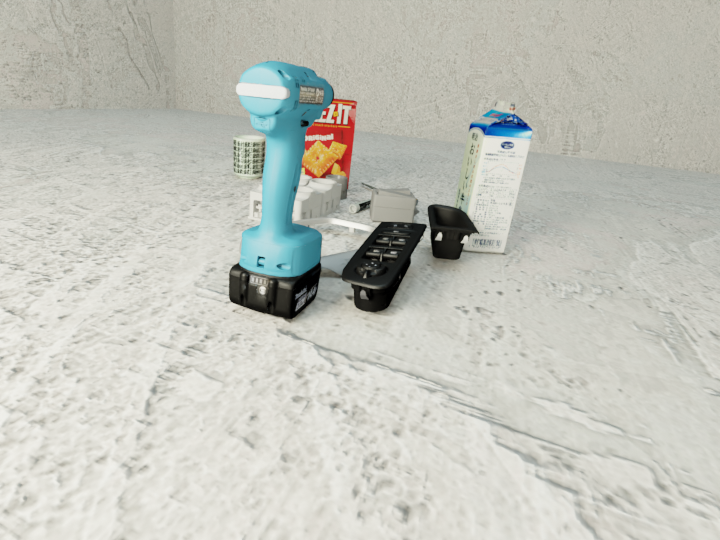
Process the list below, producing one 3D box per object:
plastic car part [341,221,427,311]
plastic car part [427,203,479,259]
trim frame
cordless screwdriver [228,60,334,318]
[{"bbox_3d":[0.029,-0.008,0.522,0.068,0.066,0.200,12,23,15],"label":"plastic car part"},{"bbox_3d":[0.130,-0.053,0.647,0.066,0.069,0.118,7,22,2],"label":"plastic car part"},{"bbox_3d":[-0.062,-0.040,0.630,0.239,0.027,0.195,-13,28,-36],"label":"trim frame"},{"bbox_3d":[-0.073,-0.086,0.454,0.076,0.244,0.157,12,22,13],"label":"cordless screwdriver"}]
